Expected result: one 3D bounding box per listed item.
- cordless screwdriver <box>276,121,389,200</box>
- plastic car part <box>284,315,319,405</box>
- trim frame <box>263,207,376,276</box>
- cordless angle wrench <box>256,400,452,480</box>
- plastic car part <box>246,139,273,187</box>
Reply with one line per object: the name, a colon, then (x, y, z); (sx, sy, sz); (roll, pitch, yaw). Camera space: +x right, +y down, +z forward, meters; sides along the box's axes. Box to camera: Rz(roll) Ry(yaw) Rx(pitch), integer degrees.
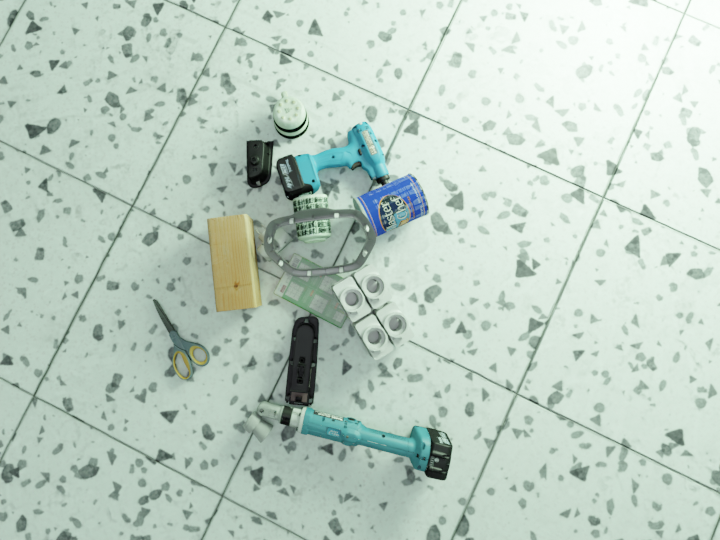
cordless screwdriver: (-0.062, -0.229, 0.982); (0.247, 0.074, 0.160); (-24, 86, -5)
plastic car part: (-0.133, 0.204, 0.955); (0.067, 0.066, 0.204); (5, 83, 6)
trim frame: (-0.090, -0.059, 0.922); (0.252, 0.028, 0.177); (-4, 124, 8)
cordless angle wrench: (-0.023, 0.352, 0.925); (0.428, 0.097, 0.074); (12, 90, 6)
plastic car part: (-0.242, -0.258, 0.989); (0.066, 0.070, 0.117); (1, 83, 0)
